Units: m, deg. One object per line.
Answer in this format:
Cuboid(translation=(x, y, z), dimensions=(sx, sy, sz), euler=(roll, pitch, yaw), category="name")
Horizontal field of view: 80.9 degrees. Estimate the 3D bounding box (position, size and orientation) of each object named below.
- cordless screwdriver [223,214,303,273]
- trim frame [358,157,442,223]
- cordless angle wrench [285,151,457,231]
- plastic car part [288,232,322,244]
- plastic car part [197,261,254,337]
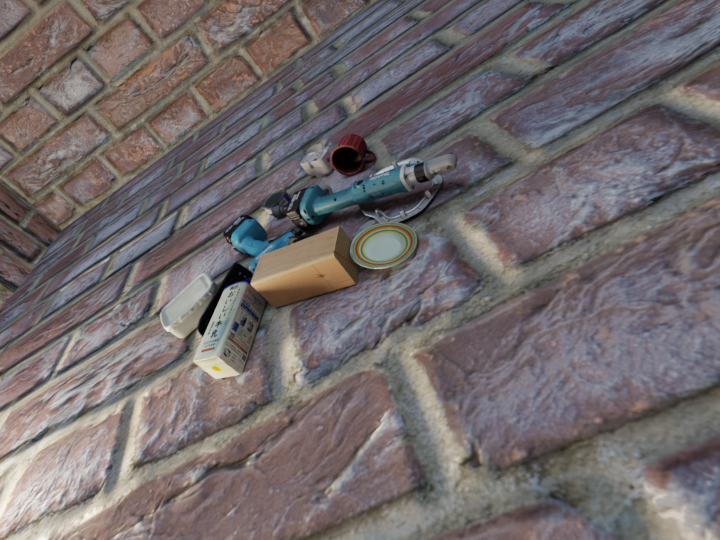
Cuboid(translation=(-0.259, -0.083, 1.118), dimensions=(0.158, 0.070, 0.263), euler=(-45, 39, -9), category="cordless screwdriver")
Cuboid(translation=(0.081, -0.186, 0.966), dimensions=(0.185, 0.026, 0.260), euler=(-35, 37, 7), category="trim frame")
Cuboid(translation=(0.012, -0.180, 0.949), dimensions=(0.440, 0.070, 0.099), euler=(-10, 46, 37), category="cordless angle wrench")
Cuboid(translation=(-0.093, -0.061, 0.955), dimensions=(0.121, 0.065, 0.069), euler=(-8, 16, 34), category="plastic car part")
Cuboid(translation=(-0.332, 0.078, 1.012), dimensions=(0.069, 0.063, 0.205), euler=(-21, 38, 40), category="plastic car part")
